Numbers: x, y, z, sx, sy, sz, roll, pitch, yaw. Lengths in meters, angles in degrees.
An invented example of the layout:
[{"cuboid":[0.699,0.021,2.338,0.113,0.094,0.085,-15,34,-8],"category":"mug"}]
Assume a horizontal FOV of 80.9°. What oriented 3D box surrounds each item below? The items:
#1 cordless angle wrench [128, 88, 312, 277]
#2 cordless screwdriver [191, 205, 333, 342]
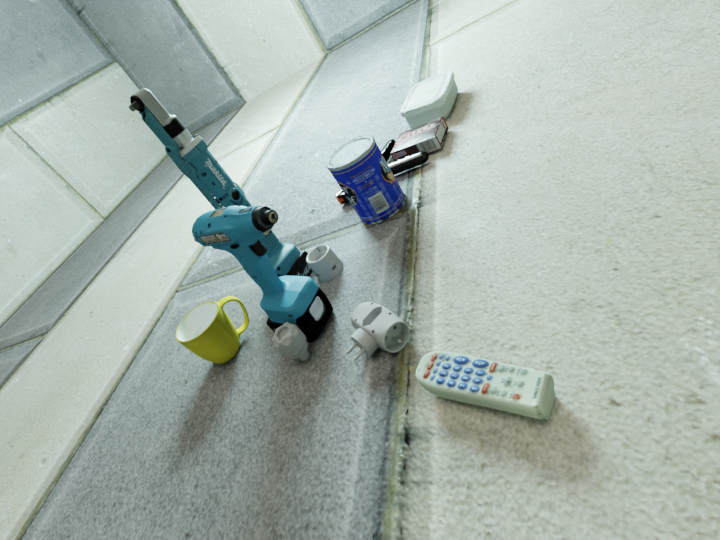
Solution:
[{"cuboid":[-0.230,-0.123,0.727,0.078,0.404,0.098,-5,41,41],"category":"cordless angle wrench"},{"cuboid":[-0.124,0.004,0.625,0.166,0.237,0.074,-4,42,41],"category":"cordless screwdriver"}]
